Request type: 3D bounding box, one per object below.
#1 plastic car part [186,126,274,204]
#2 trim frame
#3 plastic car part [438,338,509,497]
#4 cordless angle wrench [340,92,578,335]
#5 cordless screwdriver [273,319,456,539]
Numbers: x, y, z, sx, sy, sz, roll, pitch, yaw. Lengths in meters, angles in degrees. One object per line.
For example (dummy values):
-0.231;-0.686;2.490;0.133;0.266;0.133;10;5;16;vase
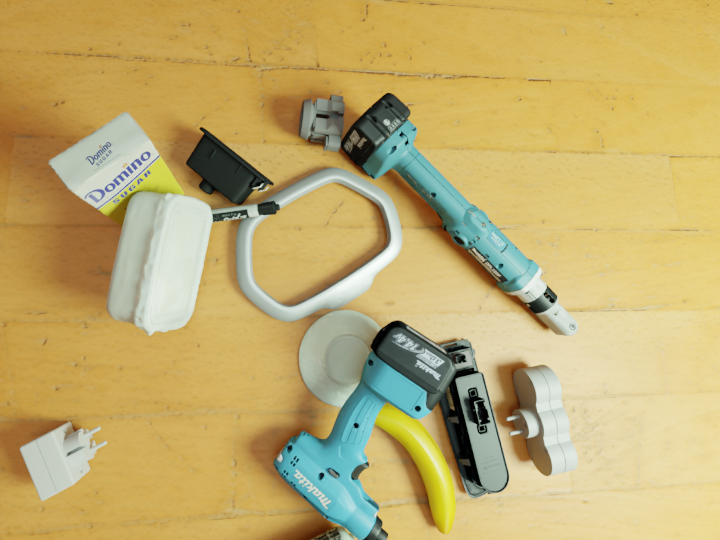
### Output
-0.187;-0.132;0.579;0.117;0.066;0.071;36;93;1;plastic car part
-0.058;-0.038;0.592;0.246;0.027;0.186;-33;85;-12;trim frame
0.153;0.200;0.563;0.065;0.068;0.204;-10;85;-18;plastic car part
0.151;-0.061;0.590;0.421;0.099;0.074;45;75;-2;cordless angle wrench
0.025;0.194;0.511;0.162;0.073;0.249;38;93;10;cordless screwdriver
